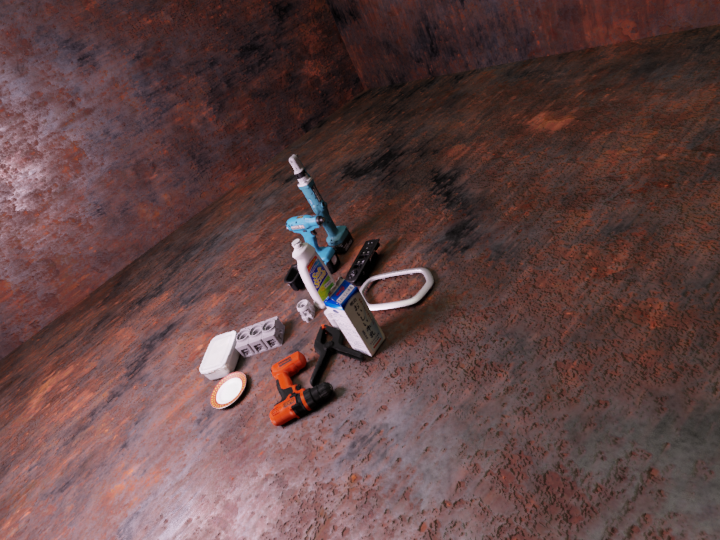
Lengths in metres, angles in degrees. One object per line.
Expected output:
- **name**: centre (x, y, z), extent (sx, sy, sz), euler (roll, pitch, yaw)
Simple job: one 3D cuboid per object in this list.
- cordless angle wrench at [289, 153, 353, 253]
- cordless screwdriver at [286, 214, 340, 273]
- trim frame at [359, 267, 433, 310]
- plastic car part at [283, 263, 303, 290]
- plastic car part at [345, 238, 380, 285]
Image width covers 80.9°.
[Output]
- **cordless angle wrench**: centre (-0.156, -0.245, 1.581), extent (0.078, 0.405, 0.098), euler (-4, 38, 38)
- **cordless screwdriver**: centre (-0.150, -0.098, 1.531), extent (0.166, 0.238, 0.074), euler (-4, 38, 37)
- **trim frame**: centre (0.105, 0.055, 1.312), extent (0.256, 0.026, 0.187), euler (-13, 36, 26)
- **plastic car part**: centre (-0.238, 0.032, 1.585), extent (0.068, 0.068, 0.118), euler (-13, 36, 27)
- **plastic car part**: centre (0.012, -0.022, 1.458), extent (0.069, 0.064, 0.202), euler (-1, 42, 39)
